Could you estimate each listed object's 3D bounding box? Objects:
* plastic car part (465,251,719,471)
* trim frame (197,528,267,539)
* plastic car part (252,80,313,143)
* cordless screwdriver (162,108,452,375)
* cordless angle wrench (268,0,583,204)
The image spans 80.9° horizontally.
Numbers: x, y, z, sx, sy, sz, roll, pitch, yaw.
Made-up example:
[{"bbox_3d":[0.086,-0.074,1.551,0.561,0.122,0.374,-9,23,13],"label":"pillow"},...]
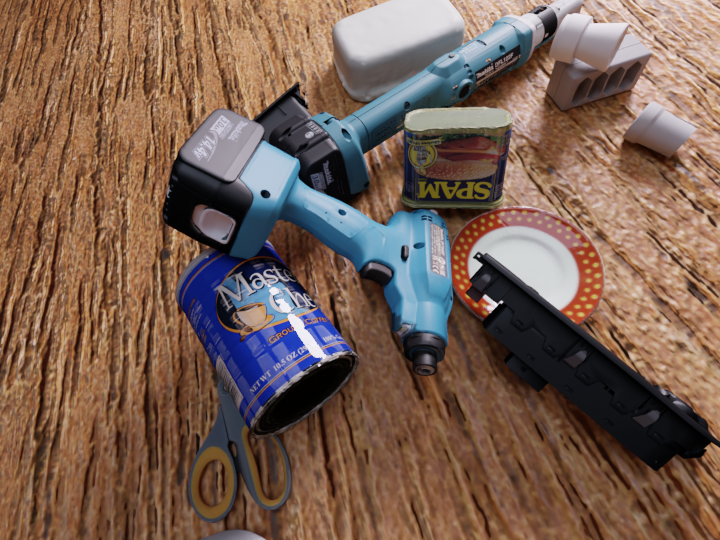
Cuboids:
[{"bbox_3d":[0.157,0.068,0.313,0.209,0.064,0.067,38,93,16],"label":"plastic car part"},{"bbox_3d":[-0.106,0.316,0.275,0.189,0.026,0.253,3,61,15],"label":"trim frame"},{"bbox_3d":[-0.094,-0.157,0.513,0.073,0.064,0.116,42,80,12],"label":"plastic car part"},{"bbox_3d":[-0.034,-0.022,0.345,0.243,0.074,0.163,22,46,-13],"label":"cordless screwdriver"},{"bbox_3d":[0.097,-0.212,0.480,0.419,0.094,0.078,-35,59,-11],"label":"cordless angle wrench"}]
